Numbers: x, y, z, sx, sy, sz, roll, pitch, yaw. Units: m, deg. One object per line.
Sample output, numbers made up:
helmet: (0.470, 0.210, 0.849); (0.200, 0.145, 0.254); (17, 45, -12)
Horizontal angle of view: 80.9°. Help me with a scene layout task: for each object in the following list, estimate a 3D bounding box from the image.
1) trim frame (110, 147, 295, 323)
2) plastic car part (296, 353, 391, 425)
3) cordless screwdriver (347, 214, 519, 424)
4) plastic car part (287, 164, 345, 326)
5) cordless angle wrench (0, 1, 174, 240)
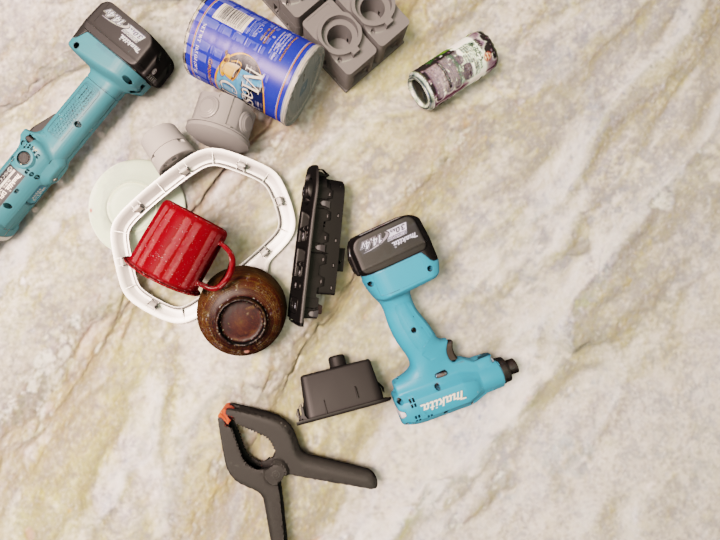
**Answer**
trim frame: (-0.201, -0.043, 0.541); (0.248, 0.028, 0.181); (-39, 99, -3)
plastic car part: (-0.029, 0.144, 0.529); (0.116, 0.065, 0.073); (-17, 75, -5)
cordless screwdriver: (0.086, 0.052, 0.524); (0.159, 0.075, 0.248); (-20, 92, -2)
plastic car part: (-0.052, -0.034, 0.533); (0.066, 0.067, 0.203); (3, 88, -12)
cordless angle wrench: (-0.410, -0.140, 0.538); (0.098, 0.074, 0.423); (40, 90, 0)
